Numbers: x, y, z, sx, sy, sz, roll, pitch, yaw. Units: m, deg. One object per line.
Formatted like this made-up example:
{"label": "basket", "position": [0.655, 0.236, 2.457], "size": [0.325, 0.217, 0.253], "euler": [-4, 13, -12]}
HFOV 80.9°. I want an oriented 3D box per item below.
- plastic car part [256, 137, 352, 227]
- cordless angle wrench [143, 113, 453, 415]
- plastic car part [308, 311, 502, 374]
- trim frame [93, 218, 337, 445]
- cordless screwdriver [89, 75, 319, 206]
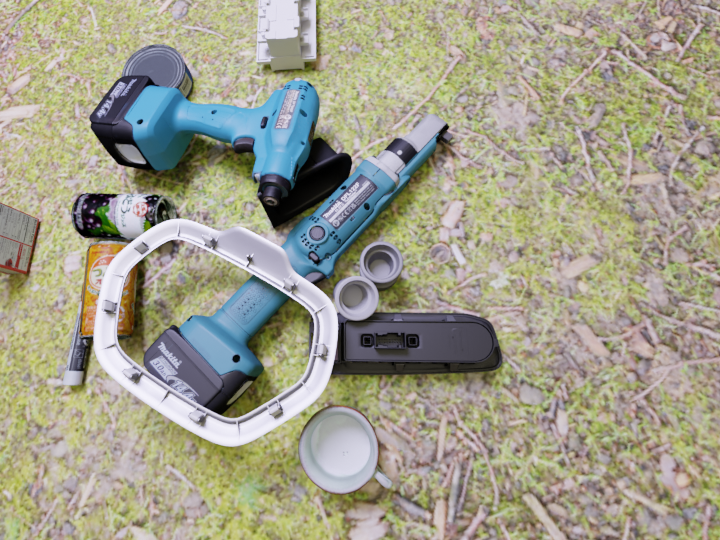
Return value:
{"label": "plastic car part", "position": [-0.075, -0.116, 0.504], "size": [0.116, 0.063, 0.074], "euler": [-33, 62, -9]}
{"label": "cordless angle wrench", "position": [-0.046, -0.030, 0.470], "size": [0.101, 0.073, 0.421], "euler": [40, 79, 12]}
{"label": "plastic car part", "position": [0.047, 0.072, 0.438], "size": [0.204, 0.065, 0.068], "euler": [0, 69, 2]}
{"label": "trim frame", "position": [-0.142, 0.046, 0.403], "size": [0.255, 0.027, 0.184], "euler": [27, 73, 13]}
{"label": "cordless screwdriver", "position": [-0.177, -0.147, 0.476], "size": [0.254, 0.071, 0.162], "euler": [5, 61, 11]}
